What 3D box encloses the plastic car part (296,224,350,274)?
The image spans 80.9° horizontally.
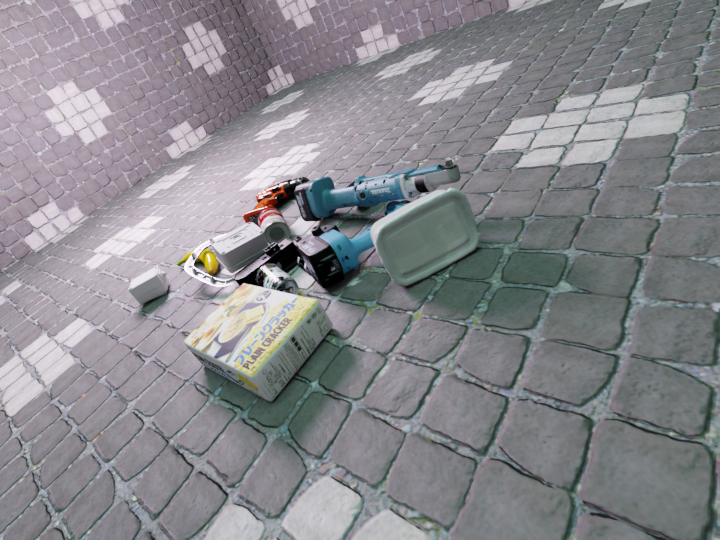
[{"bbox_3d":[-0.086,-0.056,0.879,0.115,0.068,0.069,-38,33,-12],"label":"plastic car part"}]

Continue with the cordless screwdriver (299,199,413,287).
[{"bbox_3d":[0.004,-0.068,0.828,0.247,0.072,0.166,-27,24,-7],"label":"cordless screwdriver"}]

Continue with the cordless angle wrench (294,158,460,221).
[{"bbox_3d":[0.019,-0.168,0.889,0.072,0.096,0.444,-28,19,-39],"label":"cordless angle wrench"}]

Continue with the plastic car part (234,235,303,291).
[{"bbox_3d":[-0.192,-0.015,0.913,0.201,0.064,0.070,-42,40,-18],"label":"plastic car part"}]

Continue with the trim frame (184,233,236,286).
[{"bbox_3d":[-0.323,-0.035,1.031,0.262,0.026,0.181,17,47,38],"label":"trim frame"}]
